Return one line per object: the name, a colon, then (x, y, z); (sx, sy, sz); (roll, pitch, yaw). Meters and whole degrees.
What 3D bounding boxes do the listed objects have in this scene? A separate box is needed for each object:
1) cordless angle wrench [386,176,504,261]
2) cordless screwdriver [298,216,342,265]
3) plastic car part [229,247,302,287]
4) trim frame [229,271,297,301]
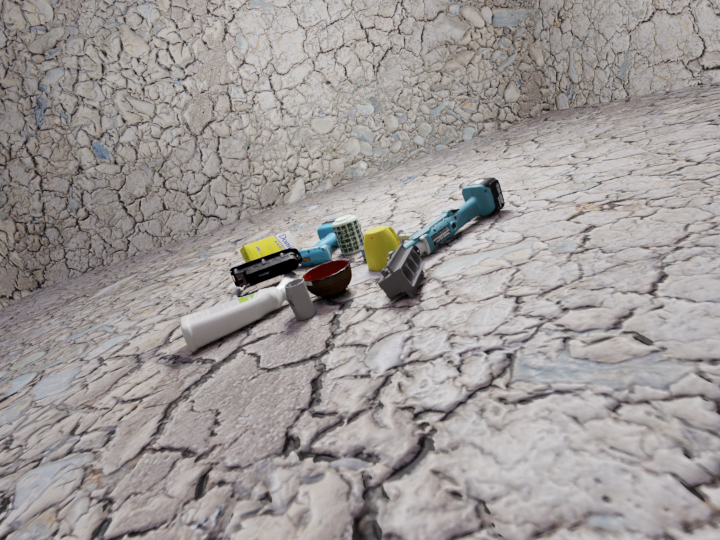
cordless angle wrench: (0.213, -0.112, 1.057); (0.414, 0.095, 0.078); (-35, 21, -31)
cordless screwdriver: (-0.131, -0.086, 1.339); (0.165, 0.072, 0.247); (-9, 23, 26)
plastic car part: (-0.255, -0.006, 1.171); (0.200, 0.064, 0.070); (-23, 26, -12)
trim frame: (-0.267, 0.040, 1.178); (0.185, 0.027, 0.252); (-19, 16, 4)
